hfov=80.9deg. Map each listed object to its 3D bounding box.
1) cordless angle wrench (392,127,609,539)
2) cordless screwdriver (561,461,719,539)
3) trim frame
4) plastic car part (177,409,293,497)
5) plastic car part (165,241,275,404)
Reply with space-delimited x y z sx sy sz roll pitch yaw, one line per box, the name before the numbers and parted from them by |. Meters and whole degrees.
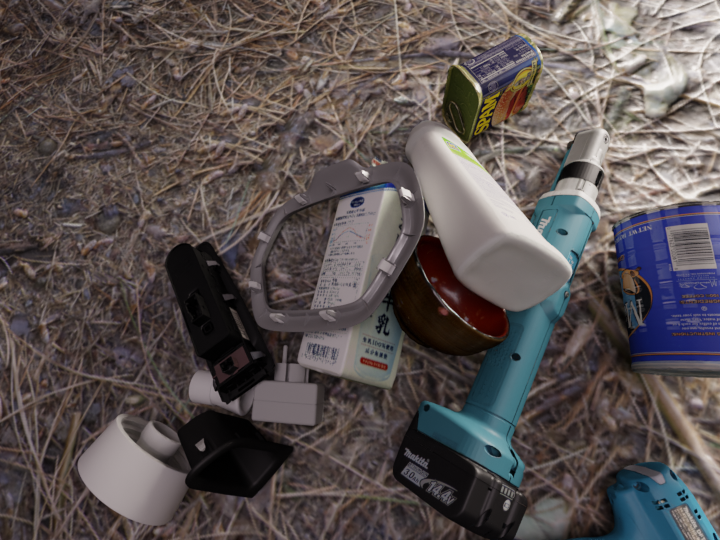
cordless angle wrench | 0.168 0.025 0.415 0.102 0.071 0.423 2 60 58
cordless screwdriver | 0.182 0.280 0.339 0.248 0.072 0.164 -22 71 -1
trim frame | -0.042 -0.028 0.433 0.259 0.026 0.187 -10 59 45
plastic car part | -0.133 0.171 0.418 0.066 0.110 0.075 -49 50 -8
plastic car part | -0.172 0.040 0.468 0.066 0.063 0.214 -41 53 6
